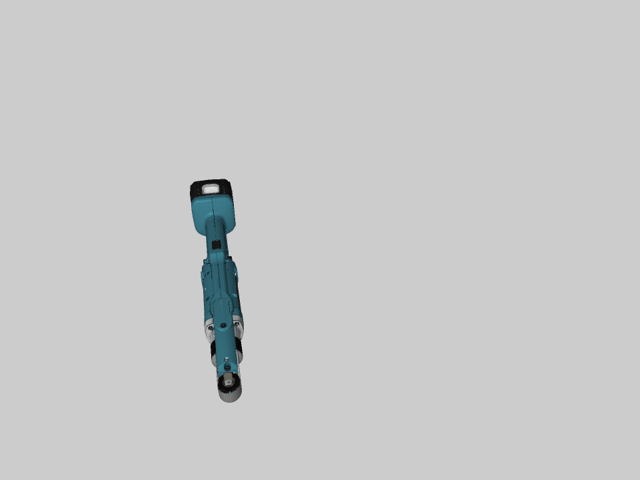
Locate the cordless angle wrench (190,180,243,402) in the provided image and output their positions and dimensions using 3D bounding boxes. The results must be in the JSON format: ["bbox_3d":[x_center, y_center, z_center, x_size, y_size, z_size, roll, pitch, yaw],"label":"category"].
[{"bbox_3d":[-0.154,0.053,0.648,0.074,0.098,0.421,-7,41,-12],"label":"cordless angle wrench"}]
